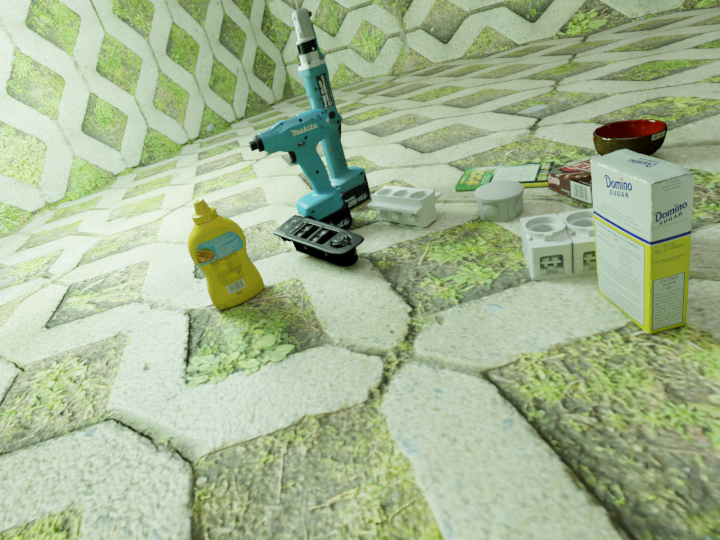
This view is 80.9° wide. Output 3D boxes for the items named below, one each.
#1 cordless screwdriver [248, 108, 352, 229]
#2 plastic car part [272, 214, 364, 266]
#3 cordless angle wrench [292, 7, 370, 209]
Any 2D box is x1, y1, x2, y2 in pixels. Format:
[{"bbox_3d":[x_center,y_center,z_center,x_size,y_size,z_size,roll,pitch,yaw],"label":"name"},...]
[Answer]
[{"bbox_3d":[-0.115,-0.181,0.850,0.157,0.240,0.078,-24,28,-15],"label":"cordless screwdriver"},{"bbox_3d":[-0.077,-0.050,0.786,0.065,0.065,0.214,-36,34,-32],"label":"plastic car part"},{"bbox_3d":[-0.075,-0.338,0.923,0.096,0.408,0.078,-30,30,-27],"label":"cordless angle wrench"}]
